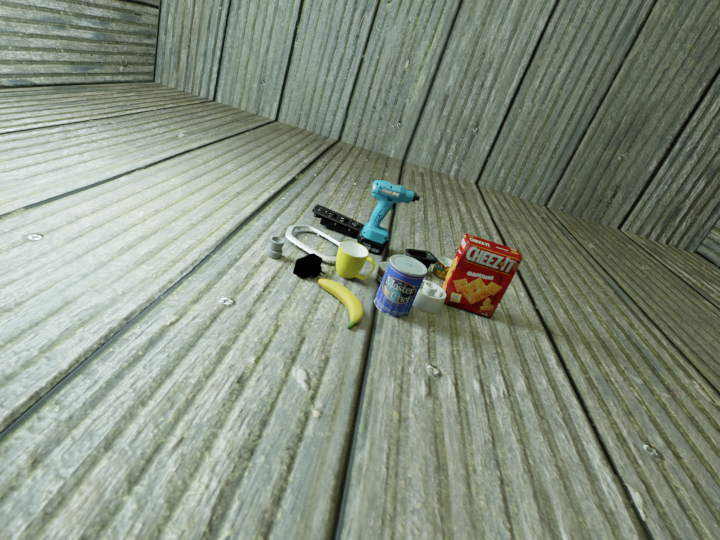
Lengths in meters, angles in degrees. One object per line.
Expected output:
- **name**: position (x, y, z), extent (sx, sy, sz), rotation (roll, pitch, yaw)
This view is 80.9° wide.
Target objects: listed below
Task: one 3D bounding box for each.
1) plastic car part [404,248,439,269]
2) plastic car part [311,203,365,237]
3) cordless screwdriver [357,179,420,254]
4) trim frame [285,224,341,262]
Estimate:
- **plastic car part**: position (0.188, -0.029, 1.409), extent (0.112, 0.070, 0.069), rotation (5, 29, -24)
- **plastic car part**: position (-0.082, -0.172, 1.537), extent (0.205, 0.066, 0.066), rotation (19, 26, 5)
- **cordless screwdriver**: position (0.089, -0.175, 1.439), extent (0.157, 0.246, 0.076), rotation (15, 25, -7)
- **trim frame**: position (-0.136, -0.089, 1.389), extent (0.259, 0.027, 0.179), rotation (29, 29, 23)
